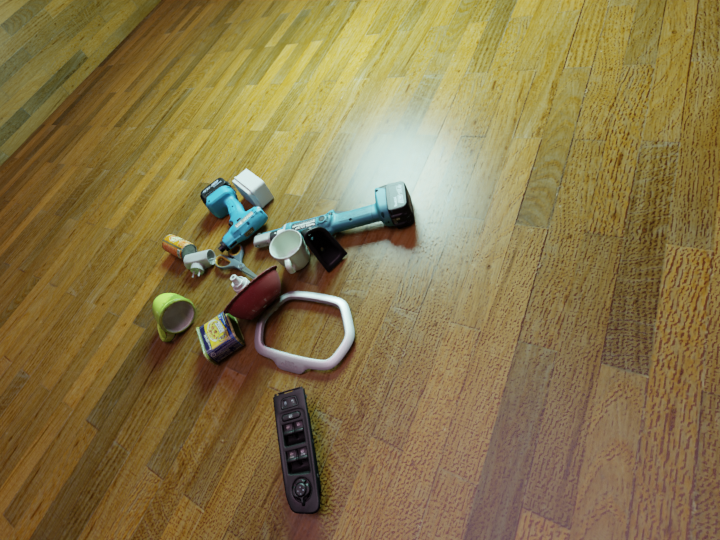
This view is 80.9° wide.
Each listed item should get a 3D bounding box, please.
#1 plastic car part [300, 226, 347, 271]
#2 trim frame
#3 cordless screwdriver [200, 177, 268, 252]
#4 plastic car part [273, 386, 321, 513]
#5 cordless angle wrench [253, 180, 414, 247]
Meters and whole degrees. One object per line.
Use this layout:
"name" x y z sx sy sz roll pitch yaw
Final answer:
"plastic car part" -0.098 -0.064 1.006 0.066 0.111 0.074 -44 27 -10
"trim frame" -0.127 0.131 0.930 0.259 0.026 0.186 6 60 26
"cordless screwdriver" -0.387 -0.160 1.219 0.158 0.070 0.263 -44 51 -8
"plastic car part" -0.110 0.324 0.763 0.067 0.064 0.211 -17 56 4
"cordless angle wrench" -0.084 -0.115 1.054 0.434 0.070 0.101 -13 54 20
